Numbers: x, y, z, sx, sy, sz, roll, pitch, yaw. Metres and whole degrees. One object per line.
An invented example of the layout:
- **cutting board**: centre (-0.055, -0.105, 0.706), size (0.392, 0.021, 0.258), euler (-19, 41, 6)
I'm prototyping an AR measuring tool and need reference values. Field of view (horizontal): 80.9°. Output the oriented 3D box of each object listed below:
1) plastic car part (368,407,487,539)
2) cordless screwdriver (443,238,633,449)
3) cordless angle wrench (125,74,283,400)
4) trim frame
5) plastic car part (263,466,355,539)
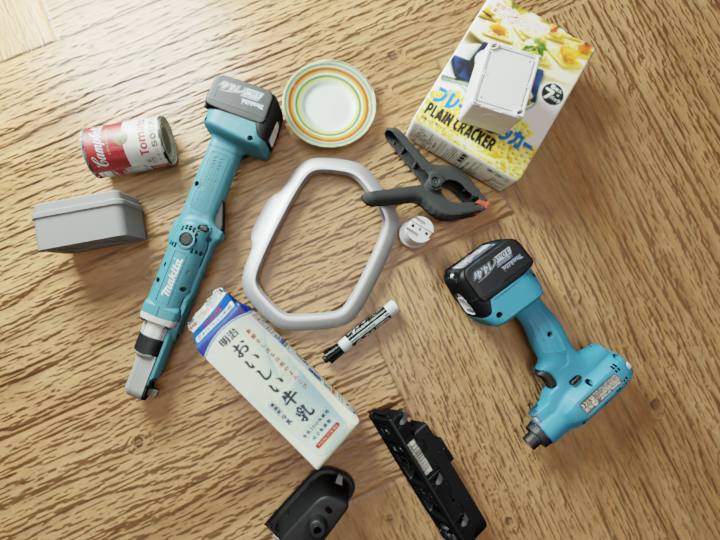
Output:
- **plastic car part**: centre (0.089, 0.256, 0.524), size (0.065, 0.067, 0.205), euler (-24, 82, -31)
- **cordless screwdriver**: centre (0.204, 0.090, 0.536), size (0.159, 0.074, 0.249), euler (-40, 89, -5)
- **cordless angle wrench**: centre (-0.217, -0.039, 0.554), size (0.098, 0.074, 0.423), euler (20, 86, 0)
- **trim frame**: centre (-0.056, -0.037, 0.574), size (0.185, 0.027, 0.249), euler (25, 85, 2)
- **plastic car part**: centre (-0.057, 0.300, 0.509), size (0.066, 0.071, 0.116), euler (42, 87, 0)
